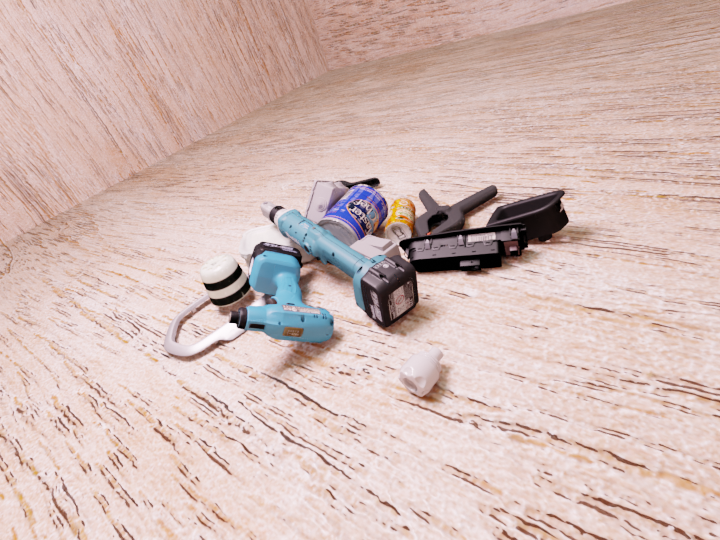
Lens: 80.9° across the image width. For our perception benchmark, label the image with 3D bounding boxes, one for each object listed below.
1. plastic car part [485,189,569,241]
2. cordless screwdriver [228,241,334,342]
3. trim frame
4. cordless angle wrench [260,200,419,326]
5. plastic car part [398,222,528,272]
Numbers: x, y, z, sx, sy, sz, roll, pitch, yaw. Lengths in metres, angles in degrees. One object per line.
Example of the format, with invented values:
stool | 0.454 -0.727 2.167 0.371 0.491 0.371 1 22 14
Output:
plastic car part | 0.281 -0.079 0.691 0.121 0.069 0.065 -11 29 46
cordless screwdriver | -0.153 0.032 0.725 0.153 0.073 0.261 8 23 -24
trim frame | -0.271 0.079 0.827 0.244 0.026 0.195 -37 34 -26
cordless angle wrench | -0.076 -0.049 0.773 0.073 0.094 0.448 -32 42 -23
plastic car part | 0.165 -0.029 0.704 0.211 0.063 0.068 -1 61 27
